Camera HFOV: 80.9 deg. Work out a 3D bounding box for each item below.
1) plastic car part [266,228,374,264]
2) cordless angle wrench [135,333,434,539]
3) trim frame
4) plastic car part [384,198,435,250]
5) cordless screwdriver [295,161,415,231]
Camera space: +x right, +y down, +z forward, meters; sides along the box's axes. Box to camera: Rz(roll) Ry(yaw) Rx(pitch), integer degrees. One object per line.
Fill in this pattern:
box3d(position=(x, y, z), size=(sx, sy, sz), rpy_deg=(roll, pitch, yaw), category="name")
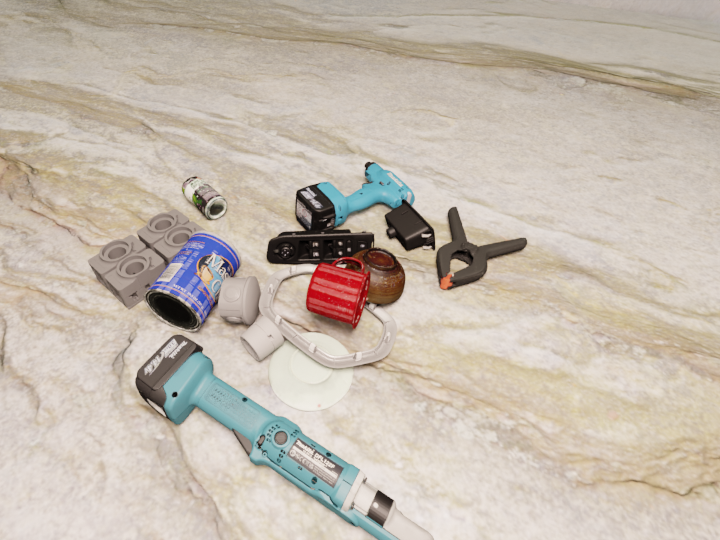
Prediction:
box3d(position=(-0.079, -0.052, 0.808), size=(0.201, 0.064, 0.070), rpy_deg=(-4, 38, -5), category="plastic car part")
box3d(position=(-0.105, 0.227, 0.548), size=(0.438, 0.072, 0.097), rpy_deg=(26, 51, 18), category="cordless angle wrench")
box3d(position=(-0.056, 0.065, 0.709), size=(0.261, 0.027, 0.179), rpy_deg=(32, 43, 27), category="trim frame")
box3d(position=(0.090, -0.084, 0.847), size=(0.070, 0.063, 0.123), rpy_deg=(-29, 50, -9), category="plastic car part")
box3d(position=(-0.025, -0.167, 0.909), size=(0.242, 0.072, 0.168), rpy_deg=(-20, 51, -24), category="cordless screwdriver")
